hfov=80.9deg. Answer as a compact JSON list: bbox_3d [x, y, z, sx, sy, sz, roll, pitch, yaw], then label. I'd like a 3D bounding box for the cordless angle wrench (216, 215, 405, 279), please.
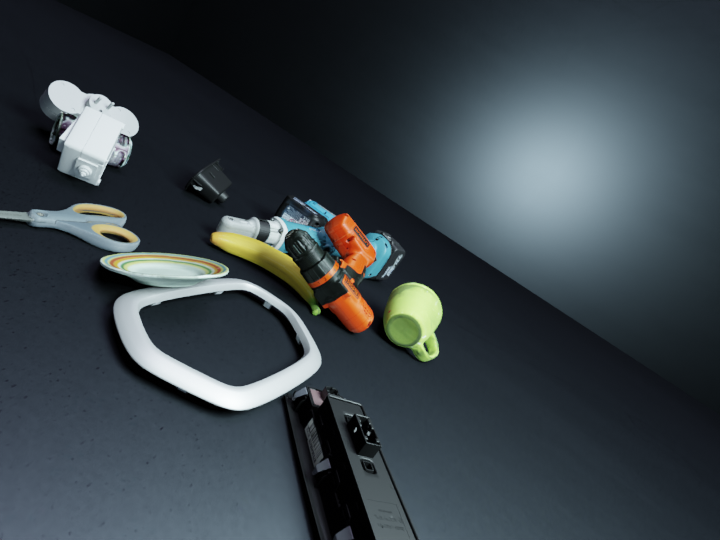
[{"bbox_3d":[-0.077,-0.050,0.789,0.401,0.098,0.078,9,32,-46],"label":"cordless angle wrench"}]

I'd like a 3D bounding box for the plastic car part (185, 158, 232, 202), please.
[{"bbox_3d":[-0.281,-0.160,0.803,0.069,0.066,0.119,42,15,-20],"label":"plastic car part"}]

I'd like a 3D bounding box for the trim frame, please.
[{"bbox_3d":[-0.138,0.063,0.449,0.191,0.027,0.240,38,19,17],"label":"trim frame"}]

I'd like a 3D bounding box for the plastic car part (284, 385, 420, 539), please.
[{"bbox_3d":[-0.004,0.164,0.336,0.063,0.067,0.212,32,17,-30],"label":"plastic car part"}]

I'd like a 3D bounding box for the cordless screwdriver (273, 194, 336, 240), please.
[{"bbox_3d":[-0.089,-0.097,0.933,0.162,0.074,0.245,34,12,6],"label":"cordless screwdriver"}]
